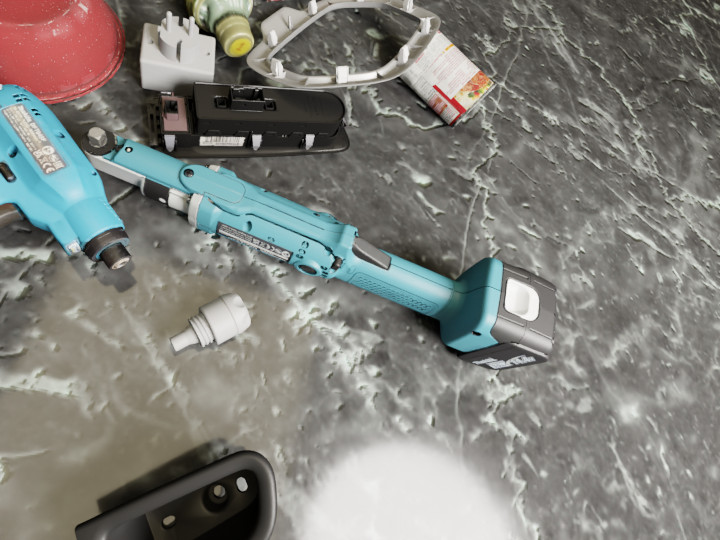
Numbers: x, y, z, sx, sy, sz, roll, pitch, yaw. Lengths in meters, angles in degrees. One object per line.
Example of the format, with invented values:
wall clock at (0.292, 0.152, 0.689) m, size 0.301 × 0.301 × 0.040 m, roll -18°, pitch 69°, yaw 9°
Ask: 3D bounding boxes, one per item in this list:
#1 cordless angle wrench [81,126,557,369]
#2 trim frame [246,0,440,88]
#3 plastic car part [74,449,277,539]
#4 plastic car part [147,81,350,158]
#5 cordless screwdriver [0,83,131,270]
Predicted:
cordless angle wrench at (-0.037, -0.024, 0.374) m, size 0.418 × 0.098 × 0.075 m, roll 23°, pitch 64°, yaw -6°
trim frame at (-0.017, -0.261, 0.463) m, size 0.191 × 0.026 × 0.249 m, roll 17°, pitch 54°, yaw 18°
plastic car part at (-0.106, 0.160, 0.277) m, size 0.115 × 0.071 × 0.067 m, roll -25°, pitch 83°, yaw -11°
plastic car part at (-0.099, -0.152, 0.415) m, size 0.196 × 0.067 × 0.068 m, roll -4°, pitch 66°, yaw -25°
cordless screwdriver at (-0.294, -0.014, 0.275) m, size 0.244 × 0.075 × 0.160 m, roll -38°, pitch 87°, yaw -29°
